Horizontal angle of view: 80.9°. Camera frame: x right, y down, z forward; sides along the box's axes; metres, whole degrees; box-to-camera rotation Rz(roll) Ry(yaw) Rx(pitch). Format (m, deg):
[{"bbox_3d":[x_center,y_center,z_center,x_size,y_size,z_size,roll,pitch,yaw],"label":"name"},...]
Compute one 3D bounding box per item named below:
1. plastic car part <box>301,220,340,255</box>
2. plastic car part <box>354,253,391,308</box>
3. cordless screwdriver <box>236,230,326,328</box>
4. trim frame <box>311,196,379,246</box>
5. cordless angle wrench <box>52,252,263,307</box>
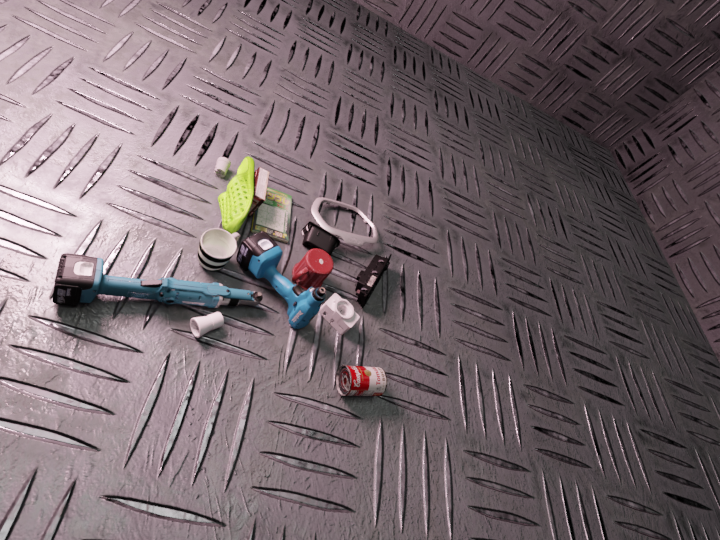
[{"bbox_3d":[-0.117,-0.077,1.199,0.114,0.067,0.071,32,61,-12],"label":"plastic car part"},{"bbox_3d":[0.032,0.018,1.213,0.069,0.064,0.201,22,44,18],"label":"plastic car part"},{"bbox_3d":[-0.186,0.011,1.015,0.072,0.160,0.255,-29,73,-43],"label":"cordless screwdriver"},{"bbox_3d":[-0.045,-0.149,1.291,0.236,0.028,0.193,12,40,-35],"label":"trim frame"},{"bbox_3d":[-0.412,0.043,0.913,0.404,0.099,0.077,9,54,-31],"label":"cordless angle wrench"}]
